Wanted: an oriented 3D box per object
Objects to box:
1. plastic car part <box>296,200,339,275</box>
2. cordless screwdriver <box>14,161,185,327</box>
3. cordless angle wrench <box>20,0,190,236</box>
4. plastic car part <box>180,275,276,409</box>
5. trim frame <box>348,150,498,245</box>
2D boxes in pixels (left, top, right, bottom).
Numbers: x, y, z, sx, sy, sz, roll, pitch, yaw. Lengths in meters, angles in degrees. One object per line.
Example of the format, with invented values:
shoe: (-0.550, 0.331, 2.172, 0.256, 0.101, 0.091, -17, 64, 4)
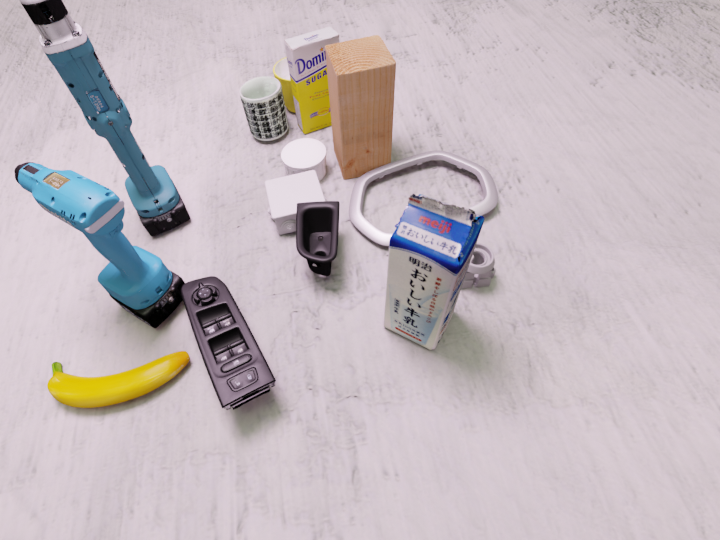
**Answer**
plastic car part: (-0.062, -0.040, 0.631, 0.066, 0.068, 0.120, -3, 54, 2)
cordless screwdriver: (-0.332, -0.032, 0.550, 0.165, 0.240, 0.074, 25, 59, 20)
cordless angle wrench: (-0.348, -0.214, 0.581, 0.073, 0.408, 0.103, -27, 58, -16)
plastic car part: (-0.177, 0.088, 0.554, 0.065, 0.064, 0.213, -28, 56, -15)
trim frame: (0.100, -0.121, 0.697, 0.246, 0.026, 0.193, -20, 54, -8)
